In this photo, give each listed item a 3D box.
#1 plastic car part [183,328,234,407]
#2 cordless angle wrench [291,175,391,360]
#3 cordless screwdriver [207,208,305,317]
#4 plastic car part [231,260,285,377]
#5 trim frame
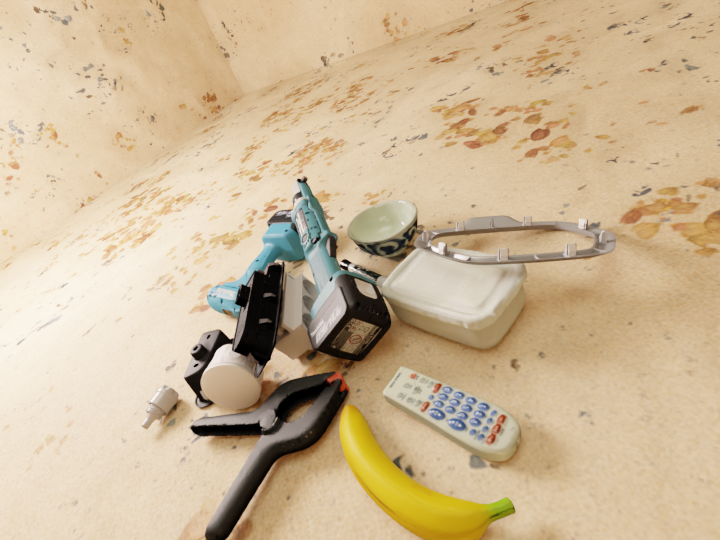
[{"bbox_3d":[-0.226,0.135,0.636,0.067,0.068,0.119,-17,30,17],"label":"plastic car part"},{"bbox_3d":[-0.068,-0.044,0.692,0.098,0.071,0.443,-54,34,22],"label":"cordless angle wrench"},{"bbox_3d":[-0.161,-0.012,0.793,0.167,0.071,0.248,5,48,39],"label":"cordless screwdriver"},{"bbox_3d":[-0.144,0.055,0.598,0.067,0.064,0.211,-49,29,22],"label":"plastic car part"},{"bbox_3d":[0.197,-0.045,0.556,0.250,0.027,0.186,-6,18,4],"label":"trim frame"}]
